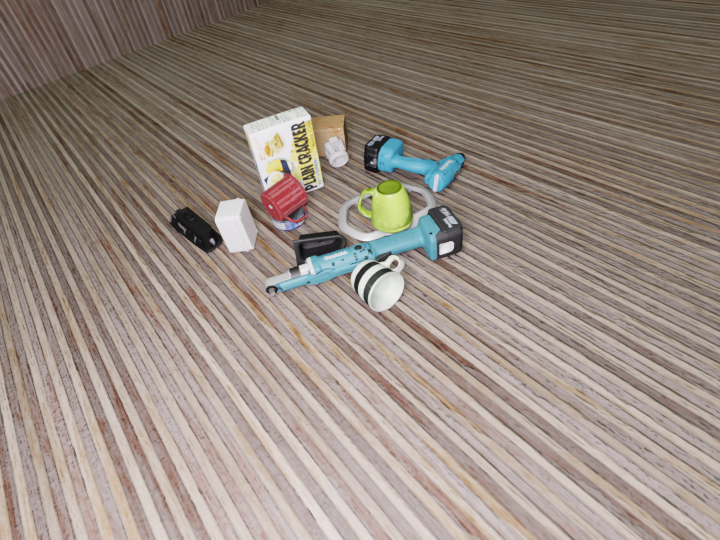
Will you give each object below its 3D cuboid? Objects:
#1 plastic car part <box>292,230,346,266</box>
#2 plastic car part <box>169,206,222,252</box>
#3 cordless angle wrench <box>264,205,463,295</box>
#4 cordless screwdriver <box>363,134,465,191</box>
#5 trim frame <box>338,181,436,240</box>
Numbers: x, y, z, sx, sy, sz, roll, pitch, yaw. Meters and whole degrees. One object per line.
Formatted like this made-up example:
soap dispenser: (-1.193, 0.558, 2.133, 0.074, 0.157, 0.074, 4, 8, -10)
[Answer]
plastic car part: (-0.093, -0.061, 0.955, 0.116, 0.064, 0.074, -11, 30, -5)
plastic car part: (-0.419, -0.114, 1.072, 0.065, 0.065, 0.214, -32, 50, -30)
cordless angle wrench: (0.001, -0.029, 0.894, 0.422, 0.071, 0.102, -17, 45, -2)
cordless screwdriver: (0.142, -0.297, 1.125, 0.261, 0.072, 0.157, 25, 50, 26)
trim frame: (0.061, -0.145, 1.023, 0.244, 0.026, 0.194, -25, 45, -15)
